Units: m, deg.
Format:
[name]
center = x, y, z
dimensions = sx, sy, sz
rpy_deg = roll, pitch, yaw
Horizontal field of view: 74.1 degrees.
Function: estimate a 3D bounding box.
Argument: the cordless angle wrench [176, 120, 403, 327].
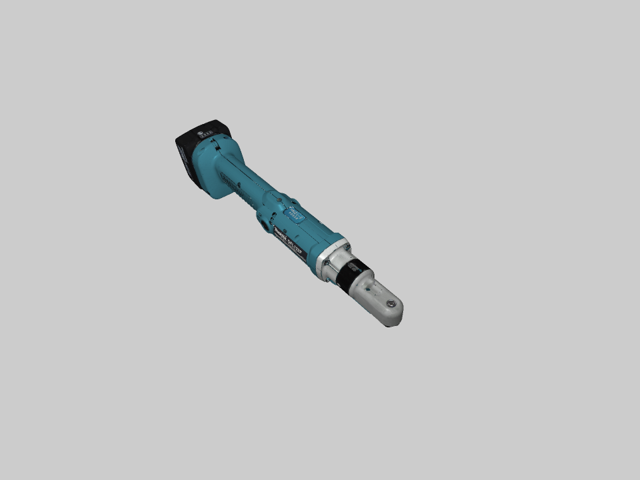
[cordless angle wrench]
center = -0.053, -0.032, 0.564
dimensions = 0.074, 0.098, 0.422
rpy_deg = -35, 55, -23
